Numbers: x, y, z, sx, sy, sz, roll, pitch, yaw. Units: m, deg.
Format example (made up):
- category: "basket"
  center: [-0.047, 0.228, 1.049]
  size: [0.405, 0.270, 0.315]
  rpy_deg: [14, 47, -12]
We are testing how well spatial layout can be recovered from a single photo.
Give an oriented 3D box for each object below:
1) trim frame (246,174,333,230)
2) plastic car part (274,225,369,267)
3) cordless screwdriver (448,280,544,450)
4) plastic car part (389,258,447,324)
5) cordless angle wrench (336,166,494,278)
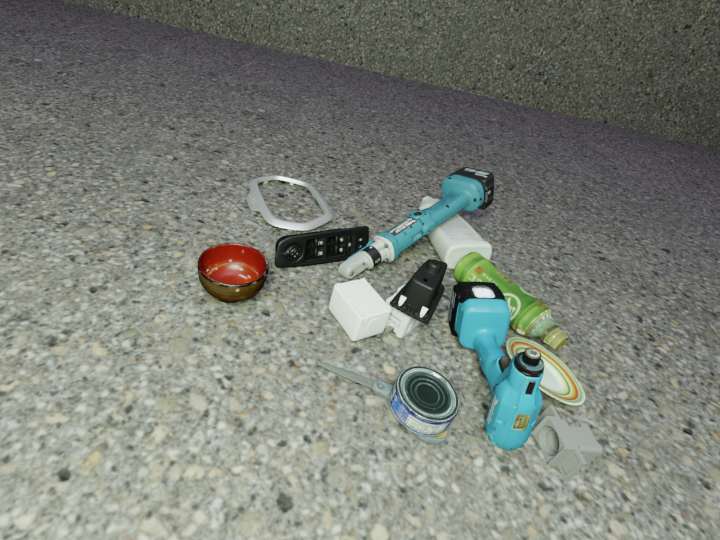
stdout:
- category: "trim frame"
  center: [-0.167, -0.159, 0.973]
  size: [0.178, 0.027, 0.262]
  rpy_deg: [-5, 41, -25]
- category: "plastic car part"
  center: [-0.080, -0.052, 0.821]
  size: [0.196, 0.065, 0.071]
  rpy_deg: [-13, 33, -32]
- category: "cordless screwdriver"
  center: [0.193, 0.102, 0.608]
  size: [0.074, 0.154, 0.255]
  rpy_deg: [1, 34, -1]
- category: "plastic car part"
  center: [0.105, 0.019, 0.675]
  size: [0.068, 0.069, 0.115]
  rpy_deg: [27, 40, 15]
- category: "cordless angle wrench"
  center: [0.119, -0.096, 0.873]
  size: [0.415, 0.071, 0.104]
  rpy_deg: [-34, 42, -27]
